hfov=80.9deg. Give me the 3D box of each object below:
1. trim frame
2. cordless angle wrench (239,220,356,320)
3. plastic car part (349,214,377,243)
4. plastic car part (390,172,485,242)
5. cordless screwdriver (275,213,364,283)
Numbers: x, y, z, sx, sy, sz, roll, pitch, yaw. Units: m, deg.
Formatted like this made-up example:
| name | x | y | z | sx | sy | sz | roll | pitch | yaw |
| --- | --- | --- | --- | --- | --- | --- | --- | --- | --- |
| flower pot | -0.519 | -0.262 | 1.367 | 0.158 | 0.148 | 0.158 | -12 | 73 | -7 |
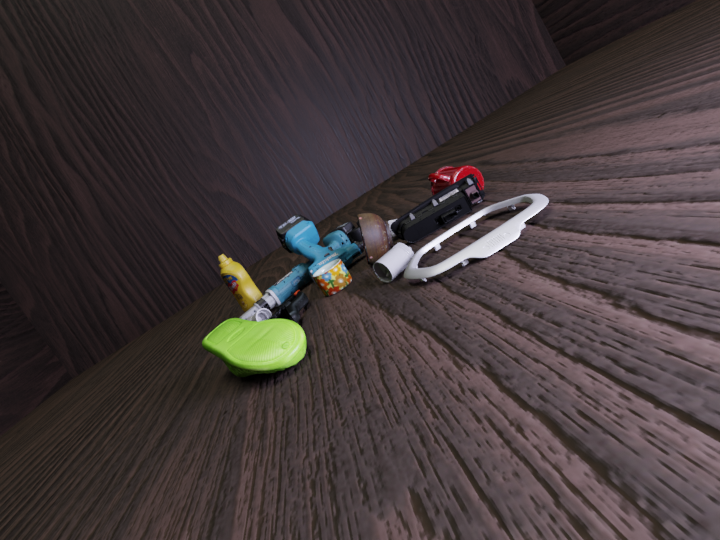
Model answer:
| name | x | y | z | sx | sy | sz | roll | pitch | yaw |
| --- | --- | --- | --- | --- | --- | --- | --- | --- | --- |
| trim frame | 0.176 | -0.053 | 0.671 | 0.248 | 0.027 | 0.187 | -31 | 11 | -2 |
| cordless angle wrench | -0.163 | 0.011 | 1.158 | 0.417 | 0.073 | 0.101 | -42 | 14 | -29 |
| plastic car part | 0.021 | -0.114 | 1.177 | 0.116 | 0.070 | 0.067 | -31 | 8 | -8 |
| plastic car part | 0.163 | -0.116 | 0.883 | 0.206 | 0.063 | 0.069 | -27 | 36 | 17 |
| cordless screwdriver | -0.109 | -0.071 | 1.115 | 0.157 | 0.071 | 0.263 | -35 | 43 | -14 |
